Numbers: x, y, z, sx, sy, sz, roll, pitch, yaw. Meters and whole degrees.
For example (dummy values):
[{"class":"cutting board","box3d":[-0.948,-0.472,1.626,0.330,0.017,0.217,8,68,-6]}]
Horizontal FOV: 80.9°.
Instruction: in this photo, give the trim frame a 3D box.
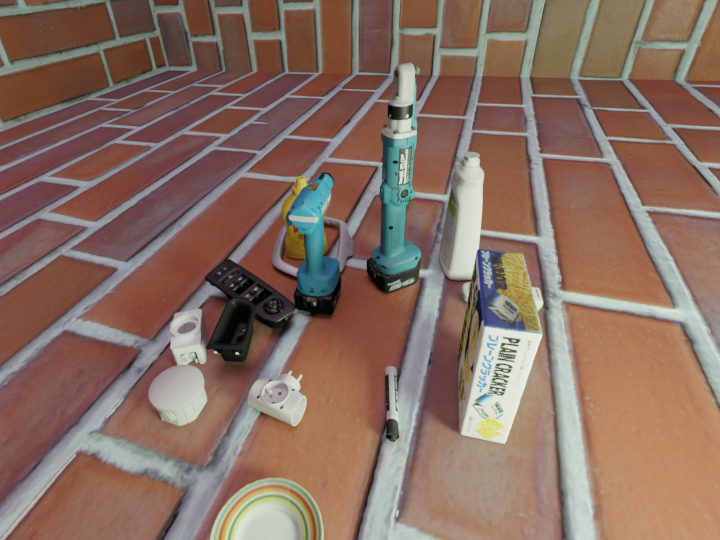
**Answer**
[{"class":"trim frame","box3d":[-0.108,-0.059,0.980,0.186,0.026,0.255,-1,37,3]}]

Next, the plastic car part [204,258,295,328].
[{"class":"plastic car part","box3d":[-0.210,0.053,0.808,0.214,0.065,0.065,25,44,33]}]

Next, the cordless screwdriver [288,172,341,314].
[{"class":"cordless screwdriver","box3d":[-0.077,-0.050,0.787,0.076,0.241,0.161,6,36,10]}]

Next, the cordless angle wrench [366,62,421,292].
[{"class":"cordless angle wrench","box3d":[0.066,-0.149,0.764,0.096,0.409,0.078,-16,38,-21]}]

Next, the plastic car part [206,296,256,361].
[{"class":"plastic car part","box3d":[-0.210,0.110,0.728,0.067,0.069,0.119,1,36,4]}]
